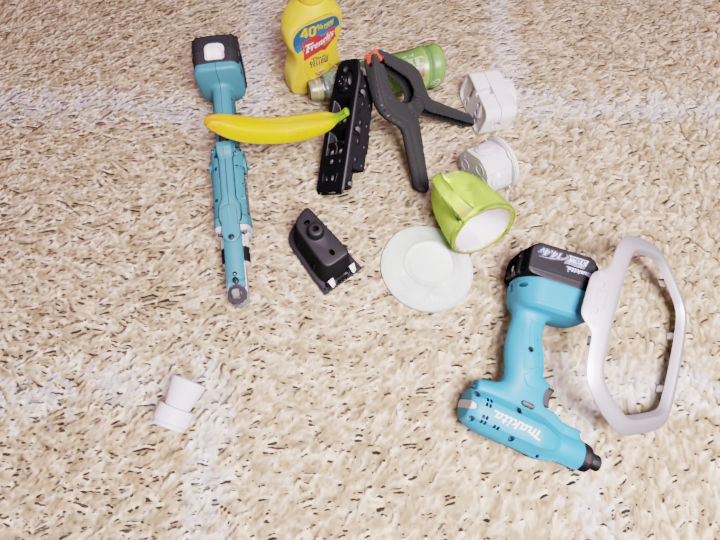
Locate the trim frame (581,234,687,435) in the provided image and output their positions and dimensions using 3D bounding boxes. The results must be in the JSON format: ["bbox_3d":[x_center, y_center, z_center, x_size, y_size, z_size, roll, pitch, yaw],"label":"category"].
[{"bbox_3d":[0.336,0.075,0.513,0.178,0.028,0.249,34,70,-19],"label":"trim frame"}]

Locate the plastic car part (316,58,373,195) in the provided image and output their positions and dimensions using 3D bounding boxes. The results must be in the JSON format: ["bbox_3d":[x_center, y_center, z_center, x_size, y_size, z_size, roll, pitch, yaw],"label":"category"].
[{"bbox_3d":[-0.015,-0.211,0.628,0.064,0.069,0.202,4,92,-30],"label":"plastic car part"}]

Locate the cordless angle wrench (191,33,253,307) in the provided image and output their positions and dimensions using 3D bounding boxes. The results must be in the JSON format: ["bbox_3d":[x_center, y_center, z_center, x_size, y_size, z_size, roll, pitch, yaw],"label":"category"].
[{"bbox_3d":[-0.195,-0.154,0.625,0.074,0.096,0.433,-8,72,-6],"label":"cordless angle wrench"}]

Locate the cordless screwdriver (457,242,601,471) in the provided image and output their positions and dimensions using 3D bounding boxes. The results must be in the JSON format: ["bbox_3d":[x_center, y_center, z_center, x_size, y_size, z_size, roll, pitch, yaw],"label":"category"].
[{"bbox_3d":[0.233,0.101,0.519,0.161,0.073,0.250,22,73,6],"label":"cordless screwdriver"}]

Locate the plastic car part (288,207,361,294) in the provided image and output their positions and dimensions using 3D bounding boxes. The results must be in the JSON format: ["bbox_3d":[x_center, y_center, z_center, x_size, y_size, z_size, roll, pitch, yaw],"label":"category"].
[{"bbox_3d":[-0.057,-0.037,0.579,0.065,0.070,0.120,-35,76,-15],"label":"plastic car part"}]
